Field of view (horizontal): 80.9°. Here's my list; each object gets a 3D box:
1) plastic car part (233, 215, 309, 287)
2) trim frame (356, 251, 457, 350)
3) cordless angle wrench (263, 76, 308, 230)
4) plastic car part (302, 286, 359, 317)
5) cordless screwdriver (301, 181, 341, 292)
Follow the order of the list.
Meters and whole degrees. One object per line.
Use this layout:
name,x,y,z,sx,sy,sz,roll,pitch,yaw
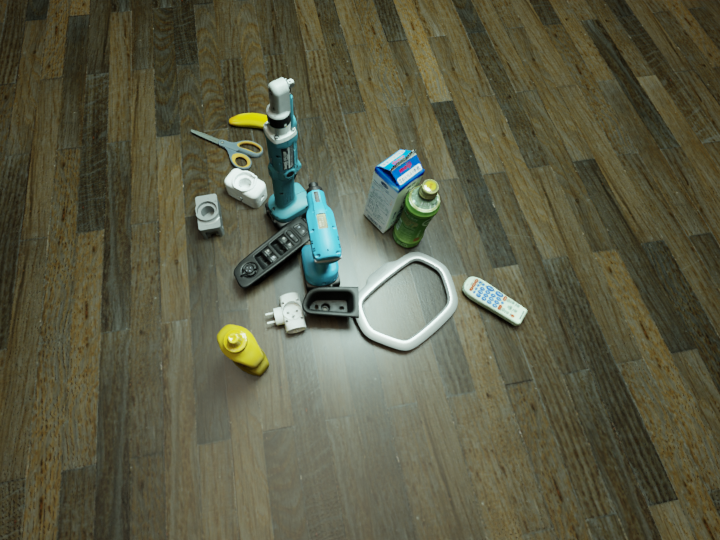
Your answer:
plastic car part,-0.192,-0.034,0.940,0.201,0.066,0.068,-39,75,-17
trim frame,0.099,0.062,0.926,0.246,0.027,0.190,-39,73,-16
cordless angle wrench,-0.149,-0.207,0.827,0.097,0.416,0.076,-30,75,-17
plastic car part,-0.065,0.073,0.894,0.116,0.069,0.067,1,67,-2
cordless screwdriver,-0.084,-0.055,0.855,0.073,0.244,0.164,-9,69,-10
